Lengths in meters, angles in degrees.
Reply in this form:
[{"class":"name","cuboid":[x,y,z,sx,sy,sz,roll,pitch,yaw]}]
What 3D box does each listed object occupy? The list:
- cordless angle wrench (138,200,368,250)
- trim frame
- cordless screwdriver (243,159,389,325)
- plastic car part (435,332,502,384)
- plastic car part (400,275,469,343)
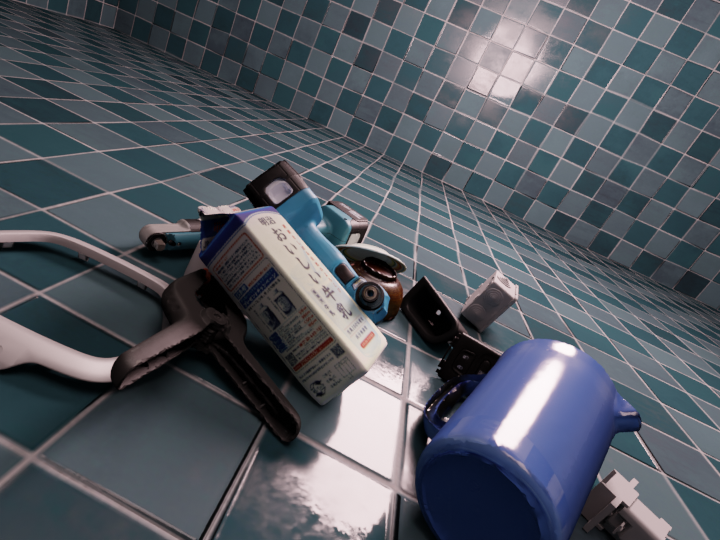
[{"class":"cordless angle wrench","cuboid":[-0.147,-0.064,0.680,0.103,0.074,0.405,37,27,29]},{"class":"trim frame","cuboid":[-0.281,0.023,0.394,0.249,0.027,0.185,26,20,-1]},{"class":"cordless screwdriver","cuboid":[-0.053,-0.035,0.545,0.256,0.074,0.156,50,-8,13]},{"class":"plastic car part","cuboid":[0.201,0.161,0.542,0.210,0.066,0.065,31,-4,18]},{"class":"plastic car part","cuboid":[0.123,0.076,0.657,0.067,0.066,0.123,27,19,-38]}]
